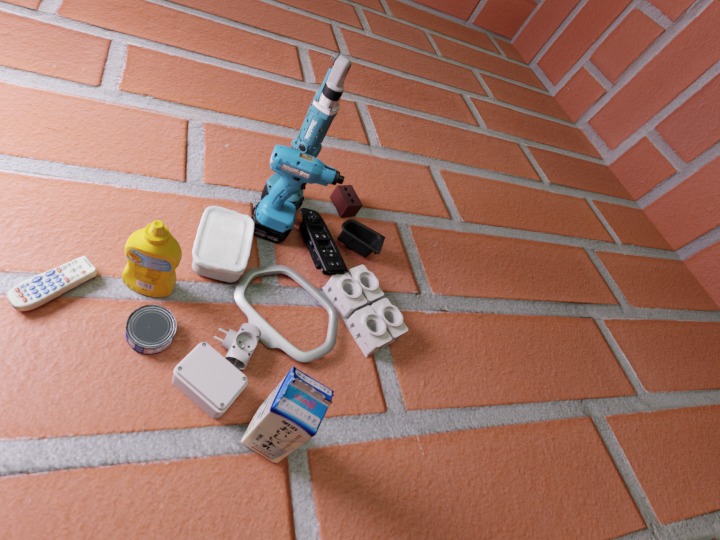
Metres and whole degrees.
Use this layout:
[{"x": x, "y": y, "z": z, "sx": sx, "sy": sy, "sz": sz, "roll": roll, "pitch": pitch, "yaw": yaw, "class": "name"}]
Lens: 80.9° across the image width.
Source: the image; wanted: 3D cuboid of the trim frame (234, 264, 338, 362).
[{"x": -0.155, "y": 0.085, "z": 0.902, "sx": 0.253, "sy": 0.027, "sz": 0.181, "roll": 40, "pitch": 47, "yaw": 8, "class": "trim frame"}]

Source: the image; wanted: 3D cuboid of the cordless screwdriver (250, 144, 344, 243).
[{"x": -0.151, "y": -0.160, "z": 0.949, "sx": 0.155, "sy": 0.249, "sz": 0.076, "roll": 19, "pitch": 49, "yaw": -16, "class": "cordless screwdriver"}]

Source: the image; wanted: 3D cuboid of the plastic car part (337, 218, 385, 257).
[{"x": -0.007, "y": -0.076, "z": 1.077, "sx": 0.116, "sy": 0.071, "sz": 0.066, "roll": 29, "pitch": 47, "yaw": -5, "class": "plastic car part"}]

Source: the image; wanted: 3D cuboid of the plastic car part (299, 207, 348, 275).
[{"x": -0.100, "y": -0.065, "z": 1.024, "sx": 0.064, "sy": 0.067, "sz": 0.211, "roll": -4, "pitch": 56, "yaw": -32, "class": "plastic car part"}]

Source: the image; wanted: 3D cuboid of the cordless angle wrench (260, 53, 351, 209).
[{"x": -0.118, "y": -0.284, "z": 0.946, "sx": 0.098, "sy": 0.424, "sz": 0.074, "roll": 40, "pitch": 46, "yaw": 1, "class": "cordless angle wrench"}]
